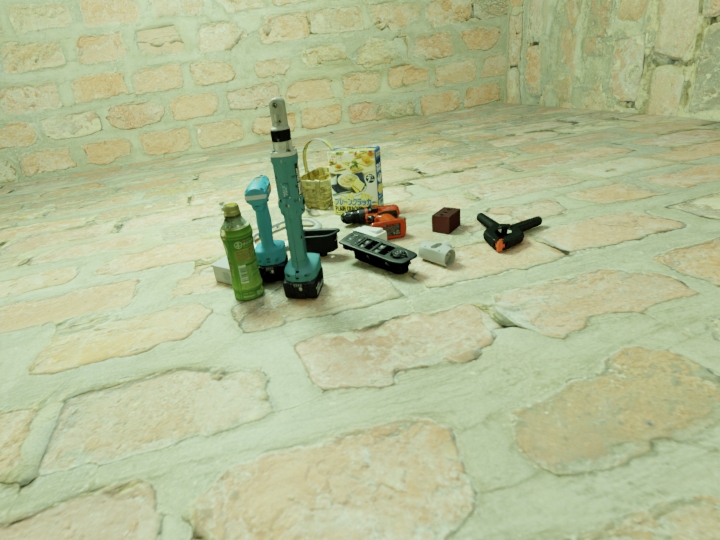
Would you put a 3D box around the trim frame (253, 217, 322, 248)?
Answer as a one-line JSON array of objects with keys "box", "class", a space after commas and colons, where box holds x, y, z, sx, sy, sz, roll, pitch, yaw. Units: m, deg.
[{"box": [-0.229, -0.109, 1.278, 0.194, 0.027, 0.242, 16, 35, 39], "class": "trim frame"}]

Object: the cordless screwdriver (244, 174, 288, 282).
[{"box": [-0.227, -0.105, 1.028, 0.074, 0.242, 0.163, -6, 24, -2], "class": "cordless screwdriver"}]

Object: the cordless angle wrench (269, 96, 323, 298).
[{"box": [-0.144, -0.141, 0.886, 0.076, 0.411, 0.098, -1, 24, 11], "class": "cordless angle wrench"}]

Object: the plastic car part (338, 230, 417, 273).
[{"box": [0.041, -0.038, 1.019, 0.214, 0.065, 0.064, 18, 35, 42], "class": "plastic car part"}]

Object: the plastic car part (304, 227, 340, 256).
[{"box": [-0.110, -0.072, 1.123, 0.120, 0.069, 0.066, 2, 26, 18], "class": "plastic car part"}]
